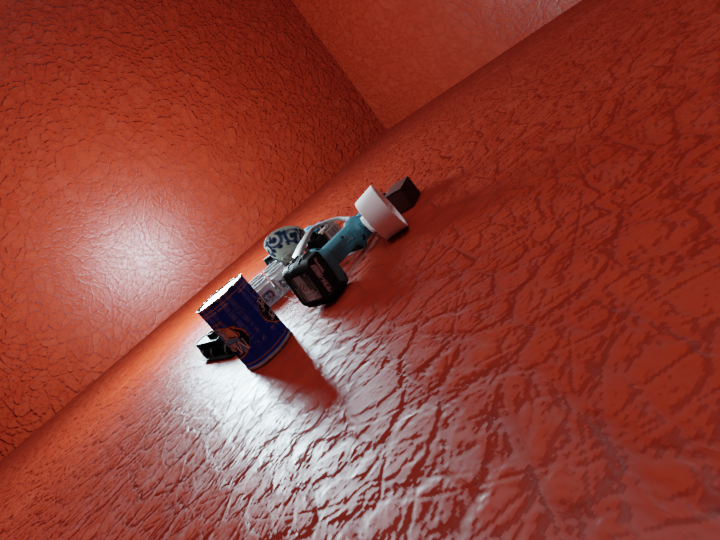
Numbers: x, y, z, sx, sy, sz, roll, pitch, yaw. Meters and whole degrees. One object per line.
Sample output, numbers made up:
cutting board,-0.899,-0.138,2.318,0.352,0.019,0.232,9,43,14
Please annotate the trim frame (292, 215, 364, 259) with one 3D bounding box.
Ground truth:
trim frame,-0.076,-0.070,1.009,0.188,0.026,0.253,-12,32,15

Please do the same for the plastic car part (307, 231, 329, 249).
plastic car part,-0.110,-0.072,1.128,0.065,0.070,0.119,-43,12,-11

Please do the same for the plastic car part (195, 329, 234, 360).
plastic car part,-0.335,0.171,0.984,0.209,0.065,0.066,-25,26,50

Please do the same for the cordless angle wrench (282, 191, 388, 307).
cordless angle wrench,-0.006,-0.083,0.897,0.077,0.096,0.419,-23,18,41

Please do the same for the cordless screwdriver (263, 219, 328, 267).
cordless screwdriver,-0.192,-0.081,1.337,0.162,0.073,0.248,-31,13,28
